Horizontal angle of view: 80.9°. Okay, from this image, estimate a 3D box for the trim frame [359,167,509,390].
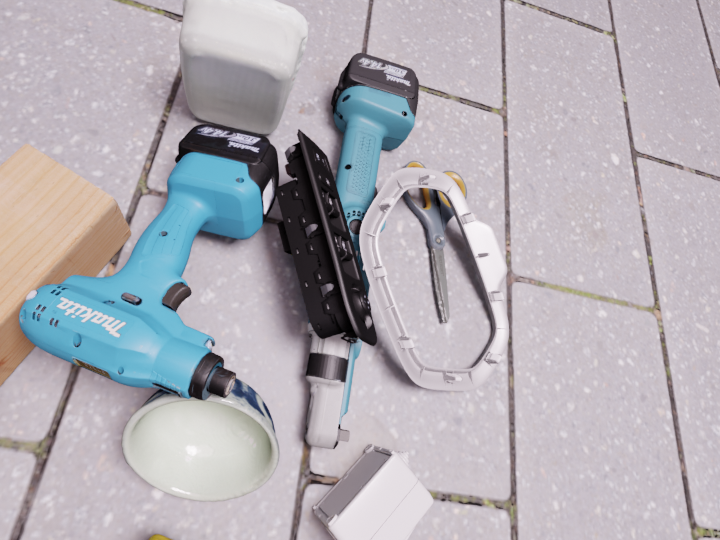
[{"bbox_3d":[0.089,0.008,0.450,0.179,0.028,0.248,-22,91,-33],"label":"trim frame"}]

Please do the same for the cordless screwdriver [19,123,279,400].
[{"bbox_3d":[-0.136,-0.019,0.365,0.162,0.072,0.251,16,52,8],"label":"cordless screwdriver"}]

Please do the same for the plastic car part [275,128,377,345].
[{"bbox_3d":[-0.038,-0.025,0.388,0.068,0.064,0.208,-23,72,8],"label":"plastic car part"}]

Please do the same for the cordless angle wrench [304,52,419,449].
[{"bbox_3d":[-0.010,-0.039,0.456,0.096,0.075,0.429,13,70,-11],"label":"cordless angle wrench"}]
